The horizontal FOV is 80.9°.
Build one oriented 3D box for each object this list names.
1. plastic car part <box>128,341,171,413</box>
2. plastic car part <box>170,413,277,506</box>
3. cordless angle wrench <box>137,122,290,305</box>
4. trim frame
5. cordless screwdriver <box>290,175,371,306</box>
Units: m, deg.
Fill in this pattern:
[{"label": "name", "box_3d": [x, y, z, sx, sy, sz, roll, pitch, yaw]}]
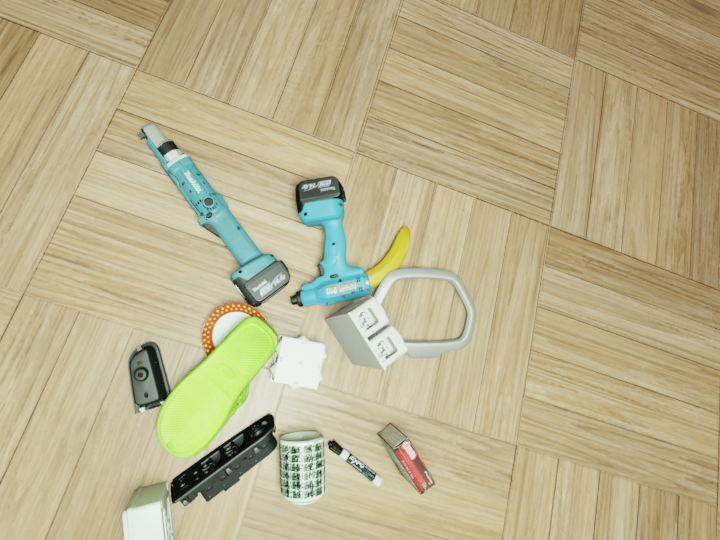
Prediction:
[{"label": "plastic car part", "box_3d": [-0.373, 0.186, 0.733, 0.064, 0.072, 0.117, -14, 84, -18]}, {"label": "plastic car part", "box_3d": [-0.224, 0.334, 0.734, 0.200, 0.068, 0.066, -37, 99, -17]}, {"label": "cordless angle wrench", "box_3d": [-0.295, -0.122, 0.825, 0.097, 0.074, 0.427, -36, 84, -18]}, {"label": "trim frame", "box_3d": [0.132, 0.088, 0.872, 0.241, 0.028, 0.186, 2, 80, -19]}, {"label": "cordless screwdriver", "box_3d": [-0.083, -0.054, 0.844, 0.160, 0.073, 0.252, -14, 81, 5]}]
